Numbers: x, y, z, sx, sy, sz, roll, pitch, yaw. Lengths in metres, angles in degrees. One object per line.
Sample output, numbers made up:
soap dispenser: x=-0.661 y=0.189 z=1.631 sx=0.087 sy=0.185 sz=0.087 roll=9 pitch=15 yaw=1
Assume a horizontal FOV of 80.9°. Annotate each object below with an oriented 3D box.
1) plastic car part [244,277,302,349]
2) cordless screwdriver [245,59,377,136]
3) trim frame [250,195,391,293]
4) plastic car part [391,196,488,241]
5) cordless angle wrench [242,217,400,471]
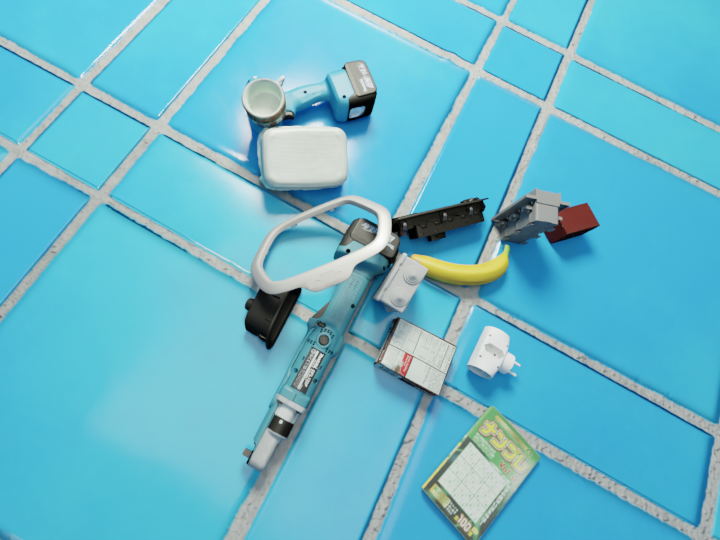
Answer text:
plastic car part: x=-0.154 y=0.062 z=0.701 sx=0.073 sy=0.064 sz=0.117 roll=24 pitch=73 yaw=15
cordless screwdriver: x=-0.093 y=-0.317 z=0.827 sx=0.246 sy=0.073 sz=0.163 roll=-12 pitch=74 yaw=-7
trim frame: x=-0.068 y=-0.044 z=0.694 sx=0.250 sy=0.026 sz=0.192 roll=-22 pitch=44 yaw=4
plastic car part: x=0.151 y=-0.094 z=0.784 sx=0.200 sy=0.067 sz=0.067 roll=-19 pitch=86 yaw=-13
cordless angle wrench: x=-0.063 y=0.113 z=0.686 sx=0.098 sy=0.074 sz=0.424 roll=27 pitch=73 yaw=1
